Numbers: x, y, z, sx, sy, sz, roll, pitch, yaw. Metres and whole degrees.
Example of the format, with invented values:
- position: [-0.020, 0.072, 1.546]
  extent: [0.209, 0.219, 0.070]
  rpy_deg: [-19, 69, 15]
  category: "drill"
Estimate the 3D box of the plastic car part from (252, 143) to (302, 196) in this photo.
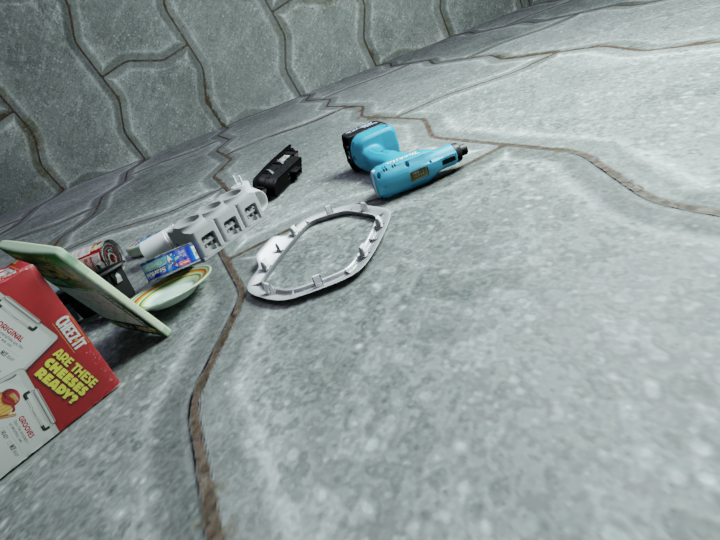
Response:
- position: [-0.173, -0.211, 0.934]
  extent: [0.069, 0.065, 0.202]
  rpy_deg: [17, 38, 12]
  category: "plastic car part"

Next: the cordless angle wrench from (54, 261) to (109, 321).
- position: [-0.487, 0.109, 0.570]
  extent: [0.076, 0.095, 0.424]
  rpy_deg: [-10, 26, 20]
  category: "cordless angle wrench"

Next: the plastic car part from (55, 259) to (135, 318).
- position: [-0.387, 0.036, 0.629]
  extent: [0.119, 0.069, 0.066]
  rpy_deg: [-15, 22, 19]
  category: "plastic car part"

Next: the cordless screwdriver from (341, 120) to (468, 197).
- position: [0.066, -0.212, 0.759]
  extent: [0.158, 0.071, 0.260]
  rpy_deg: [-23, 32, -5]
  category: "cordless screwdriver"

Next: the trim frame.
- position: [-0.057, -0.037, 0.586]
  extent: [0.191, 0.026, 0.249]
  rpy_deg: [-6, 34, 27]
  category: "trim frame"
